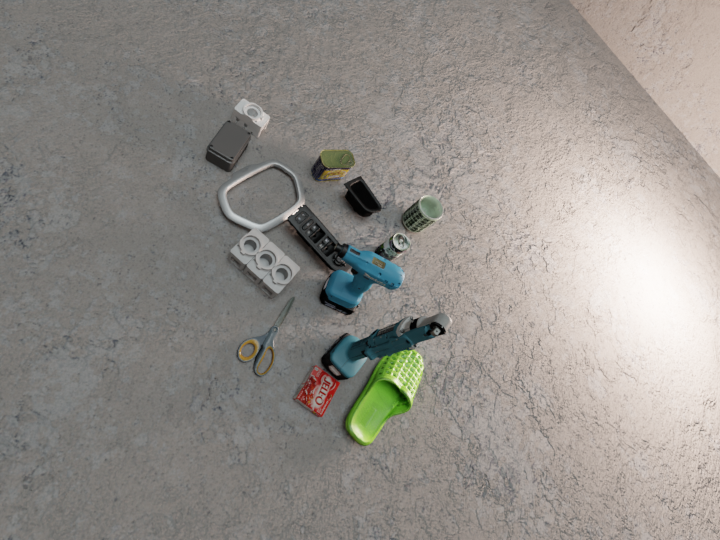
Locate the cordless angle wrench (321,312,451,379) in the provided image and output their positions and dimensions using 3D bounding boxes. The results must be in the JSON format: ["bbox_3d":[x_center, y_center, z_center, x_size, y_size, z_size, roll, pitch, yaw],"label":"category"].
[{"bbox_3d":[0.043,0.145,0.842,0.074,0.429,0.097,48,58,-4],"label":"cordless angle wrench"}]

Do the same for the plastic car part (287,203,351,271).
[{"bbox_3d":[-0.106,-0.069,1.084,0.203,0.068,0.065,46,58,1],"label":"plastic car part"}]

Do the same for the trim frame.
[{"bbox_3d":[-0.253,-0.201,1.104,0.185,0.028,0.244,48,59,3],"label":"trim frame"}]

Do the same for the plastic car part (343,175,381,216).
[{"bbox_3d":[-0.002,-0.193,1.180,0.064,0.072,0.118,-30,83,-31],"label":"plastic car part"}]

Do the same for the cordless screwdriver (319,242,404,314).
[{"bbox_3d":[-0.027,0.018,0.972,0.156,0.252,0.075,29,61,-13],"label":"cordless screwdriver"}]
